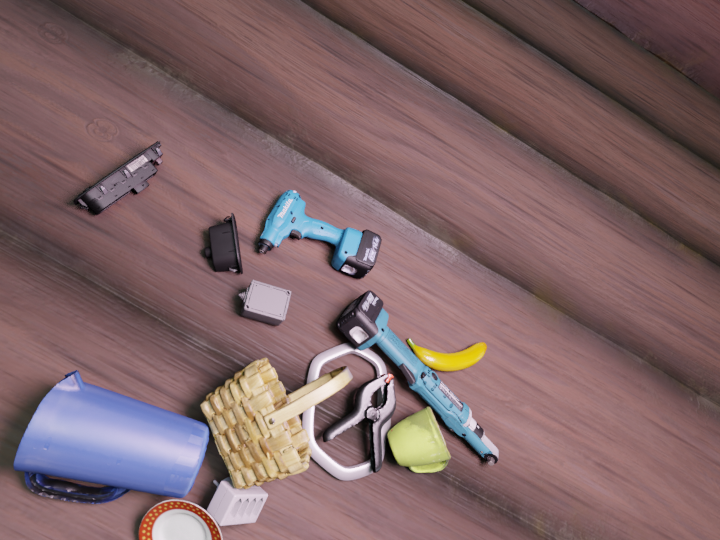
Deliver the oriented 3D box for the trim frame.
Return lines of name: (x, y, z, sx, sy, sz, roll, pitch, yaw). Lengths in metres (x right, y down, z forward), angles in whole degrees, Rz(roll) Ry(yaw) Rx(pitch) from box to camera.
trim frame: (-0.021, 0.263, 0.814, 0.180, 0.027, 0.254, 11, 62, -14)

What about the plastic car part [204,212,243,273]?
plastic car part: (-0.278, -0.048, 0.851, 0.070, 0.065, 0.119, -7, 72, -8)

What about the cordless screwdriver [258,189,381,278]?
cordless screwdriver: (-0.089, -0.058, 0.912, 0.248, 0.074, 0.160, 26, 61, -3)

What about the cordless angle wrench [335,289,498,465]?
cordless angle wrench: (0.128, 0.225, 0.853, 0.423, 0.075, 0.097, 46, 32, 0)

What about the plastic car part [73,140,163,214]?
plastic car part: (-0.470, -0.176, 0.840, 0.201, 0.069, 0.065, -47, 116, -32)
